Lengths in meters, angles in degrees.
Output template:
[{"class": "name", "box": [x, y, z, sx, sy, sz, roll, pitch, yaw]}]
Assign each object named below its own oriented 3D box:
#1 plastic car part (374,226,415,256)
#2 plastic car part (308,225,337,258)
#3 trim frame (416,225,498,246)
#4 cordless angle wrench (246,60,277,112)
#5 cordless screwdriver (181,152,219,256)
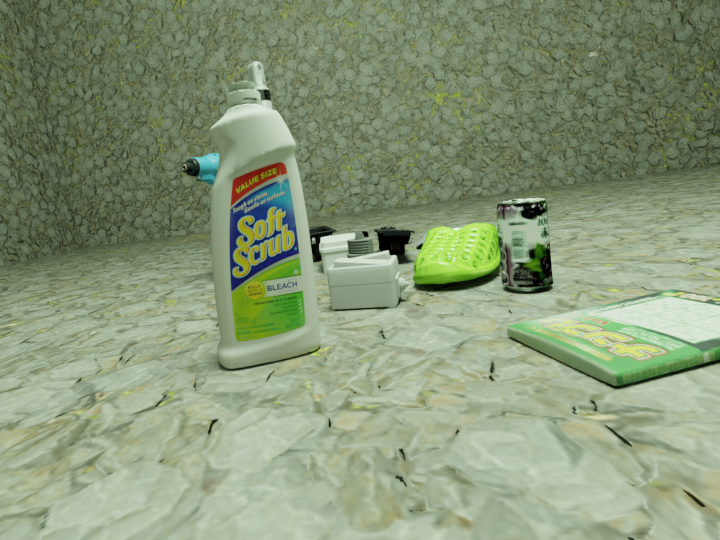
[{"class": "plastic car part", "box": [0.063, -0.059, 0.837, 0.066, 0.066, 0.204, -7, 10, 0]}, {"class": "plastic car part", "box": [-0.092, -0.060, 0.944, 0.065, 0.070, 0.119, -9, 10, -12]}, {"class": "trim frame", "box": [0.211, -0.071, 0.899, 0.188, 0.027, 0.247, -6, 11, 10]}, {"class": "cordless angle wrench", "box": [-0.186, -0.213, 0.875, 0.071, 0.419, 0.103, -13, 9, -42]}, {"class": "cordless screwdriver", "box": [-0.267, -0.105, 0.831, 0.077, 0.246, 0.154, -3, 9, 29]}]
